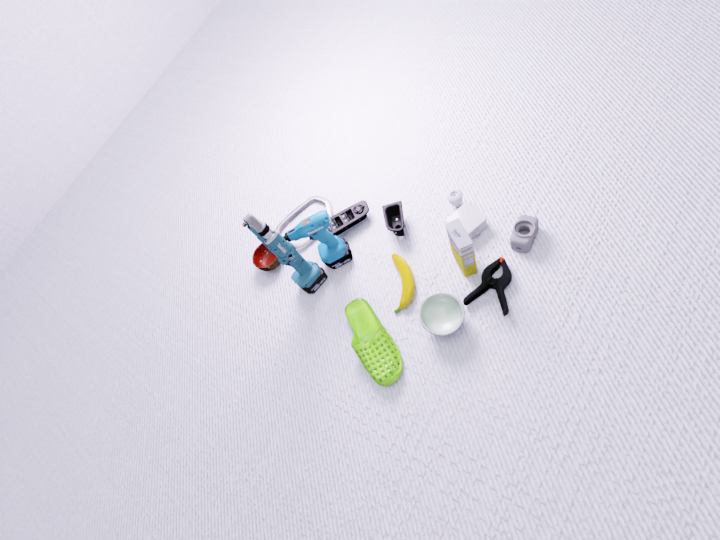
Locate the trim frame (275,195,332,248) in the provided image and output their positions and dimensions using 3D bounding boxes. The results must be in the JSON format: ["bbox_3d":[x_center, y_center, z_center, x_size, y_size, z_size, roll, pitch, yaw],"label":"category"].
[{"bbox_3d":[-0.210,-0.179,1.568,0.248,0.026,0.194,-43,54,-2],"label":"trim frame"}]

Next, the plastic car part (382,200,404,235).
[{"bbox_3d":[0.116,-0.157,1.374,0.067,0.067,0.120,-15,58,16],"label":"plastic car part"}]

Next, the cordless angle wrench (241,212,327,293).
[{"bbox_3d":[-0.227,-0.054,1.275,0.098,0.401,0.078,-48,56,-6],"label":"cordless angle wrench"}]

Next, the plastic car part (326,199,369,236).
[{"bbox_3d":[-0.055,-0.166,1.464,0.204,0.063,0.069,-32,55,6],"label":"plastic car part"}]

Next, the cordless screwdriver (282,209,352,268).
[{"bbox_3d":[-0.132,-0.086,1.349,0.161,0.236,0.077,-25,56,9],"label":"cordless screwdriver"}]
